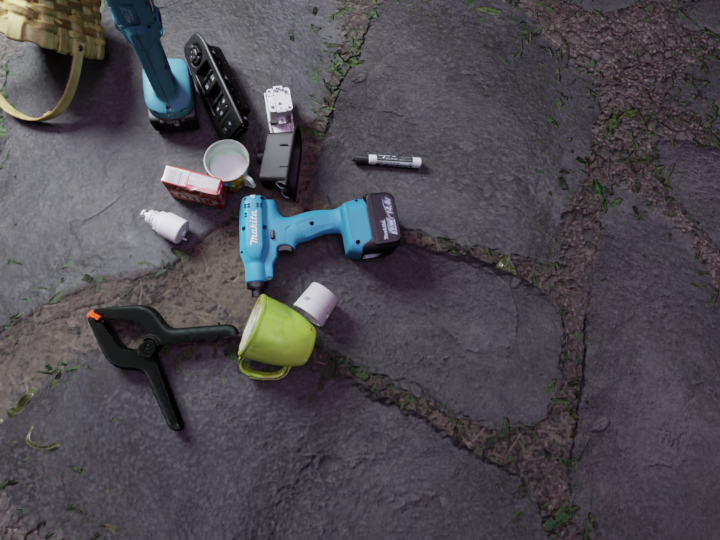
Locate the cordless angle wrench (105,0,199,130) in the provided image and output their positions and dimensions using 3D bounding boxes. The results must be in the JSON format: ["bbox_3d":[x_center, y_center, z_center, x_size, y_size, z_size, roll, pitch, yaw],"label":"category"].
[{"bbox_3d":[-0.277,-0.314,0.527,0.073,0.423,0.099,-7,81,-12],"label":"cordless angle wrench"}]

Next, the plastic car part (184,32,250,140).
[{"bbox_3d":[-0.236,-0.313,0.717,0.065,0.067,0.205,-23,81,-42],"label":"plastic car part"}]

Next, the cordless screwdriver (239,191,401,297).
[{"bbox_3d":[-0.065,-0.043,0.665,0.248,0.073,0.161,-4,78,-3],"label":"cordless screwdriver"}]

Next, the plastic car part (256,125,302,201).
[{"bbox_3d":[-0.138,-0.180,0.702,0.072,0.064,0.118,0,73,6],"label":"plastic car part"}]
